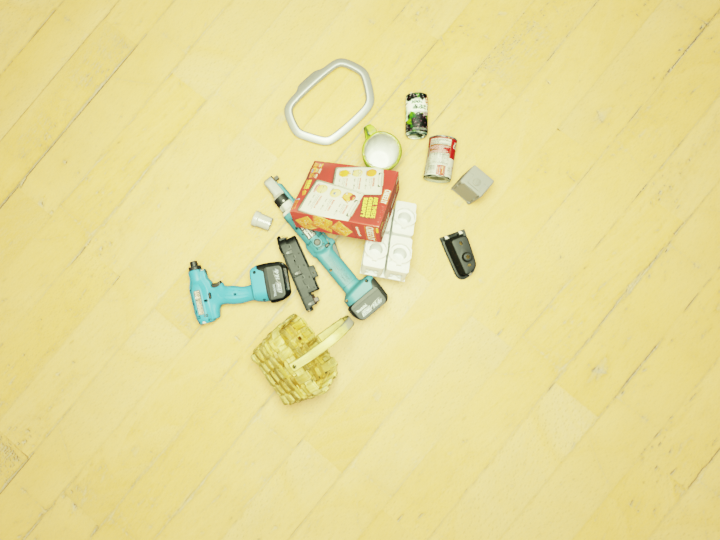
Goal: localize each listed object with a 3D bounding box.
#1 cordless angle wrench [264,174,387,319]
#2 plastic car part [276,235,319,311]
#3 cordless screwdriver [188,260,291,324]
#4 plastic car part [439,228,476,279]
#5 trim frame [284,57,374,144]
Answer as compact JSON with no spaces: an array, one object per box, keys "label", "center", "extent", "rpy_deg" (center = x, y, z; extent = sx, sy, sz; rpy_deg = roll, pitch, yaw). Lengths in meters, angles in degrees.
[{"label":"cordless angle wrench","center":[-0.102,-0.067,1.043],"extent":[0.098,0.073,0.429],"rpy_deg":[-40,83,-2]},{"label":"plastic car part","center":[-0.147,-0.002,1.035],"extent":[0.068,0.065,0.205],"rpy_deg":[-30,83,11]},{"label":"cordless screwdriver","center":[-0.304,0.028,1.046],"extent":[0.251,0.073,0.160],"rpy_deg":[-15,86,6]},{"label":"plastic car part","center":[0.246,-0.038,1.017],"extent":[0.066,0.070,0.118],"rpy_deg":[-20,84,1]},{"label":"trim frame","center":[-0.079,-0.434,1.087],"extent":[0.248,0.027,0.186],"rpy_deg":[-43,86,2]}]
